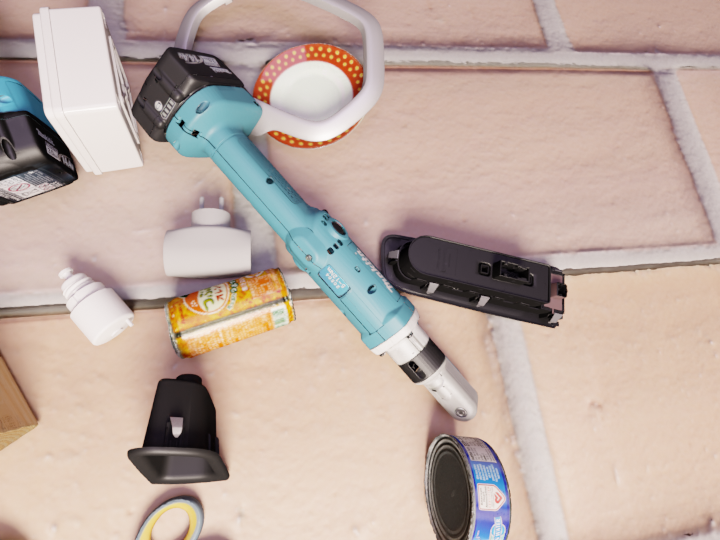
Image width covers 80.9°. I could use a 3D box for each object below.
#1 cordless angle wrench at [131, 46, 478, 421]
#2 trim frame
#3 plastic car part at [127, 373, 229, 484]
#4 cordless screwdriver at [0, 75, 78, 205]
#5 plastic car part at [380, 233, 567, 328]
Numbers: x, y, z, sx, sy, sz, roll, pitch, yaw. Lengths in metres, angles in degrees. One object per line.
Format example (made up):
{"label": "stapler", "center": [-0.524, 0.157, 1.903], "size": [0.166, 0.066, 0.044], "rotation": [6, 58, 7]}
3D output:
{"label": "cordless angle wrench", "center": [-0.039, -0.025, 0.397], "size": [0.425, 0.096, 0.075], "rotation": [48, 117, 2]}
{"label": "trim frame", "center": [-0.090, -0.235, 0.461], "size": [0.253, 0.027, 0.184], "rotation": [28, 81, 10]}
{"label": "plastic car part", "center": [-0.137, 0.121, 0.331], "size": [0.065, 0.114, 0.073], "rotation": [1, 51, -12]}
{"label": "cordless screwdriver", "center": [-0.348, -0.187, 0.390], "size": [0.073, 0.162, 0.247], "rotation": [-23, 95, -14]}
{"label": "plastic car part", "center": [0.120, 0.006, 0.425], "size": [0.202, 0.067, 0.067], "rotation": [12, 80, -2]}
